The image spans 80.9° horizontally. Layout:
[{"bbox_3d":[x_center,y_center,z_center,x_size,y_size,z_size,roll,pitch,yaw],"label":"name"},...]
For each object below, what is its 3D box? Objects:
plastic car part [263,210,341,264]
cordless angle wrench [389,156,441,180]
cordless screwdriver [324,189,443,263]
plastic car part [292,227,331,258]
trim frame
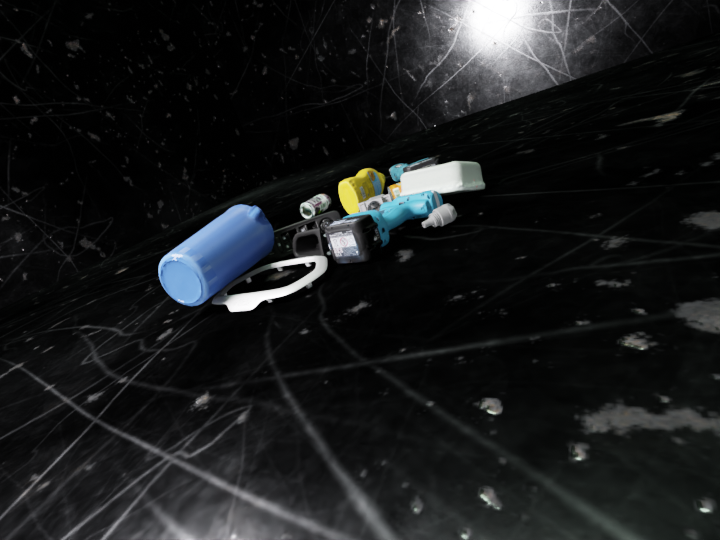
[{"bbox_3d":[-0.135,-0.076,0.984,0.203,0.067,0.066,-22,-9,1],"label":"plastic car part"},{"bbox_3d":[0.138,-0.290,1.259,0.098,0.073,0.432,-21,16,-1],"label":"cordless angle wrench"},{"bbox_3d":[0.031,-0.093,0.826,0.167,0.073,0.242,-2,23,47],"label":"cordless screwdriver"},{"bbox_3d":[-0.086,-0.056,0.878,0.068,0.065,0.122,-13,8,-33],"label":"plastic car part"},{"bbox_3d":[-0.168,0.022,0.790,0.259,0.027,0.181,-7,22,32],"label":"trim frame"}]
